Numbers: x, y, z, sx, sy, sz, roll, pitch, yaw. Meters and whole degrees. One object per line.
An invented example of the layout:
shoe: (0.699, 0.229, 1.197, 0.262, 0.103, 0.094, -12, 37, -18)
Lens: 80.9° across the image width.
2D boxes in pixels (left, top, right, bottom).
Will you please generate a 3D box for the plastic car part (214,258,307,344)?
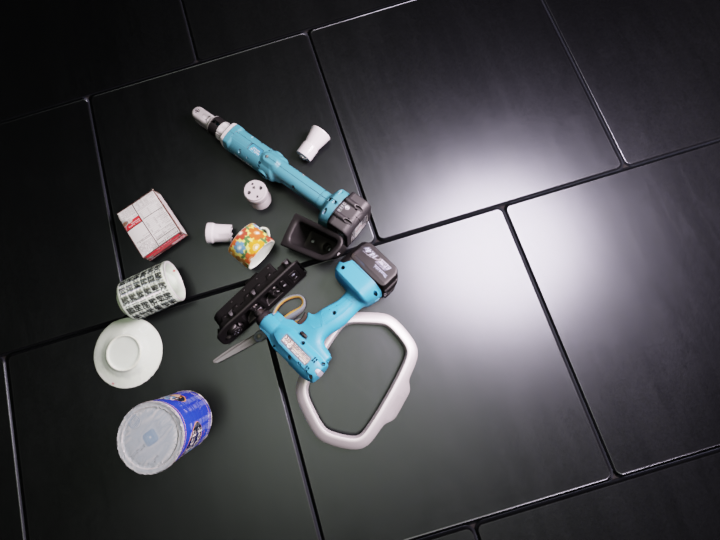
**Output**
plastic car part: (-0.195, 0.049, 0.778, 0.069, 0.064, 0.202, 41, 83, 18)

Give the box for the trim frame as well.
trim frame: (-0.005, 0.190, 0.753, 0.188, 0.027, 0.248, 29, 79, 10)

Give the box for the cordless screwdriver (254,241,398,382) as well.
cordless screwdriver: (-0.060, 0.053, 0.750, 0.165, 0.072, 0.248, 39, 78, 19)

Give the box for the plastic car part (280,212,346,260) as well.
plastic car part: (-0.077, -0.050, 0.784, 0.122, 0.068, 0.066, 25, 89, 24)

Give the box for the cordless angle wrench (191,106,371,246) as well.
cordless angle wrench: (-0.172, -0.203, 0.819, 0.434, 0.095, 0.074, 36, 79, 13)
